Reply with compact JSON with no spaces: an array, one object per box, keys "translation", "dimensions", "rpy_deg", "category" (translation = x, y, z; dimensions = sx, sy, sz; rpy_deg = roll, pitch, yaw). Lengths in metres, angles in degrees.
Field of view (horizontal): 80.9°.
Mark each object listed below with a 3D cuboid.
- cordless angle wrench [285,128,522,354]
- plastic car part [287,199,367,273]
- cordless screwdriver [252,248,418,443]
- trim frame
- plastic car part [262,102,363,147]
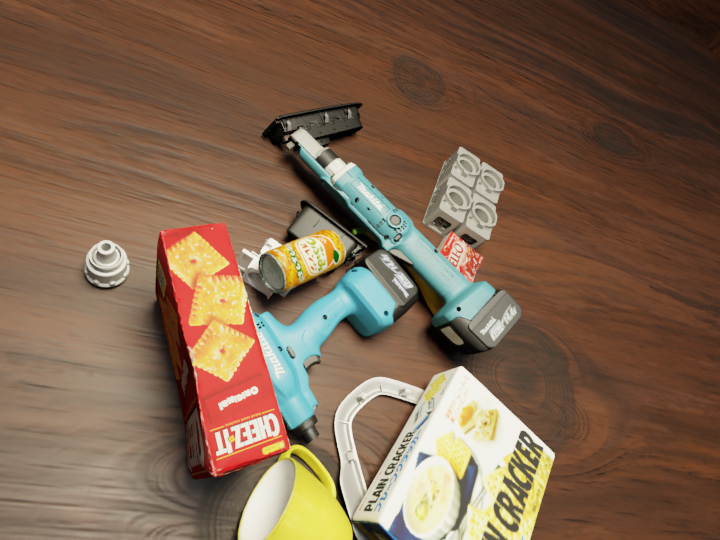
[{"translation":[0.044,-0.062,0.630],"dimensions":[0.097,0.074,0.430],"rpy_deg":[-40,80,-20],"category":"cordless angle wrench"},{"translation":[-0.060,-0.039,0.616],"dimensions":[0.117,0.066,0.071],"rpy_deg":[36,67,1],"category":"plastic car part"},{"translation":[-0.028,0.085,0.545],"dimensions":[0.243,0.075,0.162],"rpy_deg":[-29,78,-31],"category":"cordless screwdriver"},{"translation":[0.059,0.254,0.512],"dimensions":[0.177,0.028,0.256],"rpy_deg":[-8,67,-28],"category":"trim frame"},{"translation":[-0.065,-0.250,0.733],"dimensions":[0.198,0.068,0.067],"rpy_deg":[-32,90,-36],"category":"plastic car part"}]
